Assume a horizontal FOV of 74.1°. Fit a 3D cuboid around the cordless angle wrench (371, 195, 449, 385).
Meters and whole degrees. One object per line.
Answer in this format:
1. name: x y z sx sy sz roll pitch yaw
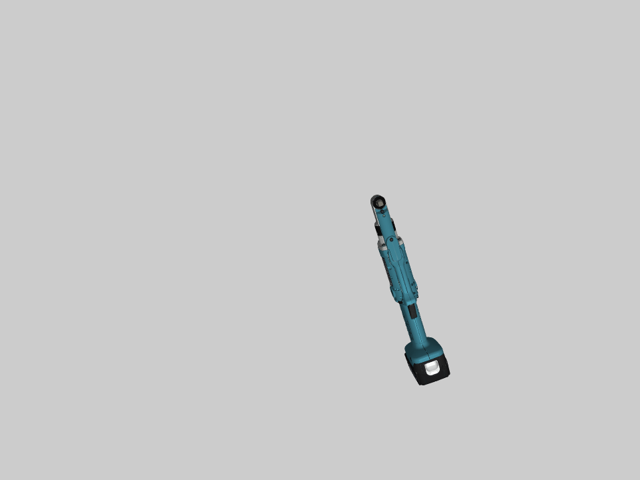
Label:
1. cordless angle wrench: 0.177 0.104 0.897 0.074 0.423 0.098 -19 15 -1
